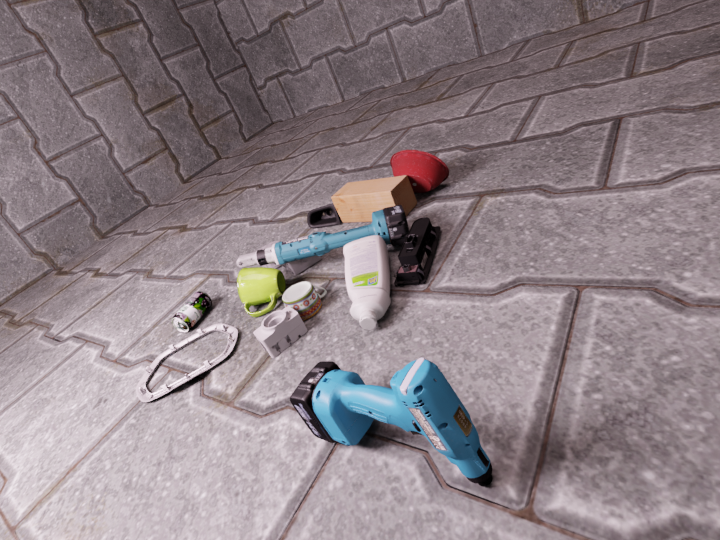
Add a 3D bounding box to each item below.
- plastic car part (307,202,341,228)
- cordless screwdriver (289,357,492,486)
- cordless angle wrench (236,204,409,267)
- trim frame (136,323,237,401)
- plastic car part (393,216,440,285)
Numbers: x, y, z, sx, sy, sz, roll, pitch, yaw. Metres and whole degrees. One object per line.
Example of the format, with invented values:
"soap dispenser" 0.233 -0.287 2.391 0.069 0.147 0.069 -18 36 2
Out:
"plastic car part" -0.099 -0.168 1.271 0.122 0.065 0.069 -6 18 38
"cordless screwdriver" 0.030 0.188 0.531 0.258 0.156 0.073 -17 20 48
"cordless angle wrench" -0.099 -0.065 1.014 0.428 0.072 0.099 -13 20 9
"trim frame" -0.383 0.195 0.933 0.247 0.026 0.193 -28 30 -7
"plastic car part" 0.119 -0.051 0.899 0.069 0.065 0.202 -15 27 34
